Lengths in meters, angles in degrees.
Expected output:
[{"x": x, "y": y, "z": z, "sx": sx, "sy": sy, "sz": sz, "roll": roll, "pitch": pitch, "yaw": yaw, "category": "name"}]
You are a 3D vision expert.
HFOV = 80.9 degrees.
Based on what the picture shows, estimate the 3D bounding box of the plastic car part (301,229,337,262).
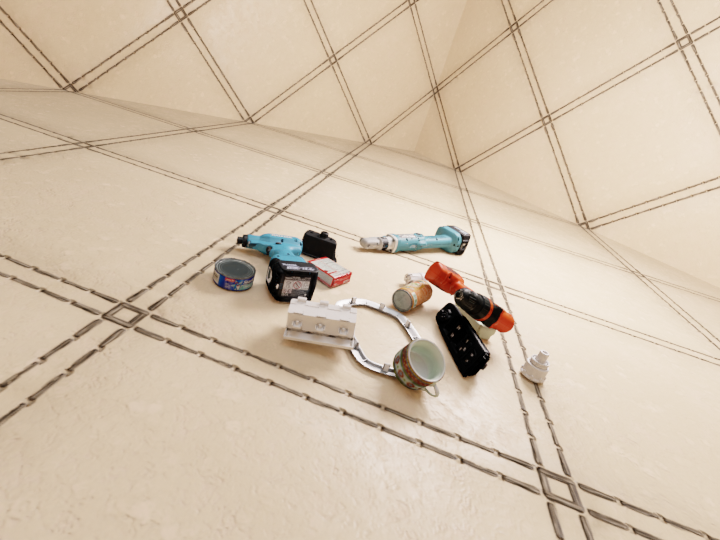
[{"x": -0.108, "y": -0.071, "z": 1.104, "sx": 0.119, "sy": 0.070, "sz": 0.066, "roll": 17, "pitch": 24, "yaw": 9, "category": "plastic car part"}]

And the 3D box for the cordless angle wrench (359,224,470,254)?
[{"x": 0.173, "y": -0.091, "z": 1.327, "sx": 0.405, "sy": 0.073, "sz": 0.104, "roll": -5, "pitch": 31, "yaw": -35, "category": "cordless angle wrench"}]

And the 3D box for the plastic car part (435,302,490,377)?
[{"x": 0.213, "y": 0.136, "z": 0.865, "sx": 0.065, "sy": 0.066, "sz": 0.210, "roll": 20, "pitch": 21, "yaw": -20, "category": "plastic car part"}]

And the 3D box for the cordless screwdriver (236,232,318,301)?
[{"x": -0.191, "y": -0.022, "z": 0.947, "sx": 0.154, "sy": 0.073, "sz": 0.260, "roll": 6, "pitch": 22, "yaw": -21, "category": "cordless screwdriver"}]

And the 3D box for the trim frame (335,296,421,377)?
[{"x": 0.038, "y": 0.121, "z": 0.831, "sx": 0.179, "sy": 0.027, "sz": 0.259, "roll": 6, "pitch": 27, "yaw": -18, "category": "trim frame"}]
